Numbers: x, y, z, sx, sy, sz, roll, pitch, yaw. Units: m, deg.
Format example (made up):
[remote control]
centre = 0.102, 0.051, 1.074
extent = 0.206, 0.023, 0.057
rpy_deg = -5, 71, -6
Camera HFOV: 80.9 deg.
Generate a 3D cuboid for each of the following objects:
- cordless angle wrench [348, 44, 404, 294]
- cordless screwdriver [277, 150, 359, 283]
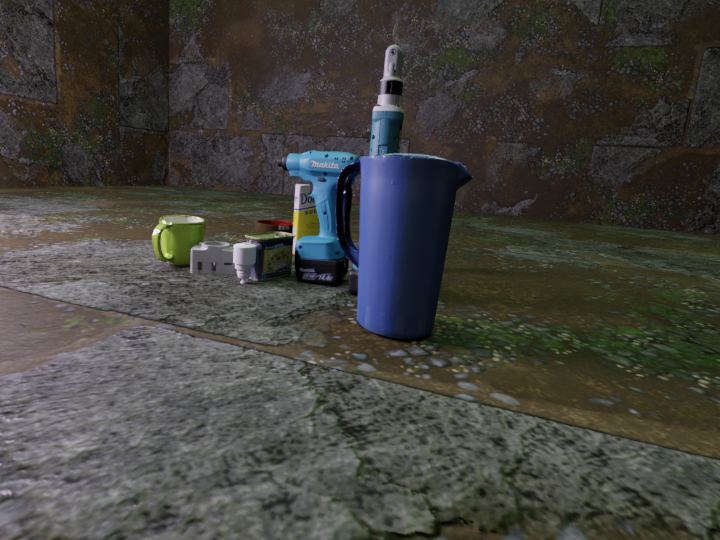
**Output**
[cordless angle wrench]
centre = 0.039, -0.165, 0.732
extent = 0.076, 0.419, 0.096
rpy_deg = 7, 10, 14
[cordless screwdriver]
centre = -0.091, -0.105, 0.816
extent = 0.164, 0.246, 0.073
rpy_deg = 8, 11, 18
